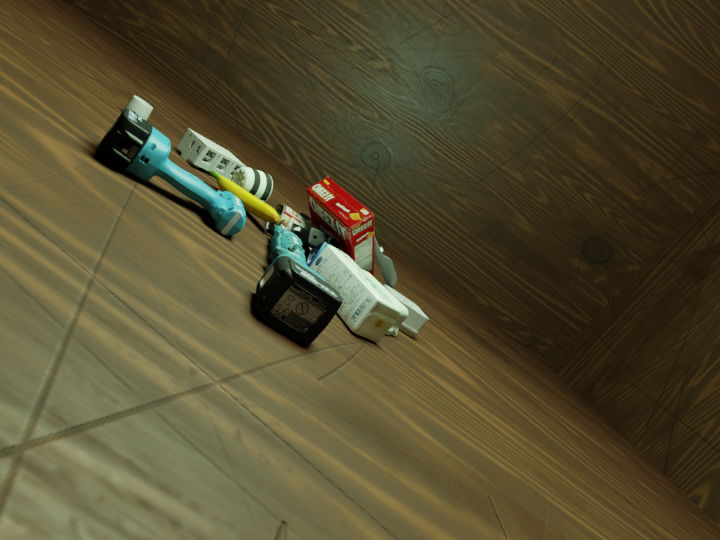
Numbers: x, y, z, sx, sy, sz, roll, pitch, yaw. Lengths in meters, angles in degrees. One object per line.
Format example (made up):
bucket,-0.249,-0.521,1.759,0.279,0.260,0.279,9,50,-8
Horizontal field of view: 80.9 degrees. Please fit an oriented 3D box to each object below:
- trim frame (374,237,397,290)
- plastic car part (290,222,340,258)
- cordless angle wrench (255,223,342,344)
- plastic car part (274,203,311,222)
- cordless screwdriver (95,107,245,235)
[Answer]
trim frame,0.022,-0.024,1.040,0.194,0.027,0.240,26,-40,56
plastic car part,-0.089,-0.058,0.905,0.111,0.067,0.073,21,-21,-32
cordless angle wrench,-0.120,-0.018,0.710,0.095,0.074,0.437,35,7,-21
plastic car part,-0.165,-0.117,1.070,0.069,0.067,0.192,51,17,28
cordless screwdriver,-0.303,-0.162,0.712,0.237,0.074,0.166,37,7,-29
